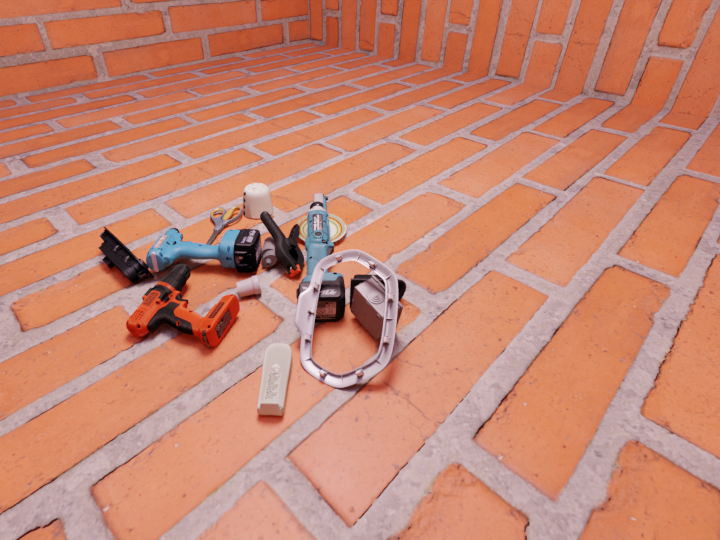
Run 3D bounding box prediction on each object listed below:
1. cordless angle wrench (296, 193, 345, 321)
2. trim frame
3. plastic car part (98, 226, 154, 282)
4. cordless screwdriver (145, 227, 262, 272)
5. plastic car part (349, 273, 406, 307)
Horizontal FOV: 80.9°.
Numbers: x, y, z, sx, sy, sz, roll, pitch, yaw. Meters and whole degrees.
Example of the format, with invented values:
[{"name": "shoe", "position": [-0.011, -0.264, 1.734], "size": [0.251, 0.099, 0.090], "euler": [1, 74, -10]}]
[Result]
[{"name": "cordless angle wrench", "position": [-0.096, -0.063, 0.986], "size": [0.097, 0.072, 0.438], "euler": [-3, 40, -4]}, {"name": "trim frame", "position": [-0.028, 0.079, 0.753], "size": [0.191, 0.026, 0.252], "euler": [1, 73, 22]}, {"name": "plastic car part", "position": [-0.552, -0.030, 0.977], "size": [0.214, 0.064, 0.066], "euler": [27, 54, 30]}, {"name": "cordless screwdriver", "position": [-0.359, -0.059, 0.995], "size": [0.248, 0.072, 0.164], "euler": [-1, 31, -2]}, {"name": "plastic car part", "position": [0.030, 0.033, 0.894], "size": [0.115, 0.064, 0.073], "euler": [-2, 23, -9]}]
